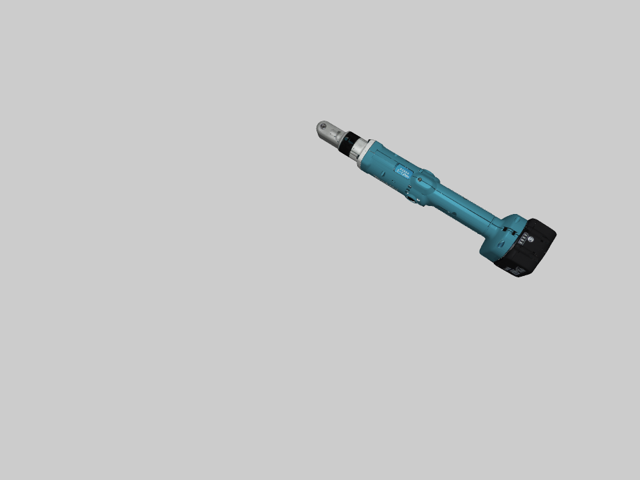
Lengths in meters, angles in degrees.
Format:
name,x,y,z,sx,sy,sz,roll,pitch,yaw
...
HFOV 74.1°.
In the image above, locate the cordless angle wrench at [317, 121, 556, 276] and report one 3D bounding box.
name,x,y,z,sx,sy,sz,roll,pitch,yaw
cordless angle wrench,0.167,-0.088,0.707,0.423,0.074,0.098,34,-4,13
